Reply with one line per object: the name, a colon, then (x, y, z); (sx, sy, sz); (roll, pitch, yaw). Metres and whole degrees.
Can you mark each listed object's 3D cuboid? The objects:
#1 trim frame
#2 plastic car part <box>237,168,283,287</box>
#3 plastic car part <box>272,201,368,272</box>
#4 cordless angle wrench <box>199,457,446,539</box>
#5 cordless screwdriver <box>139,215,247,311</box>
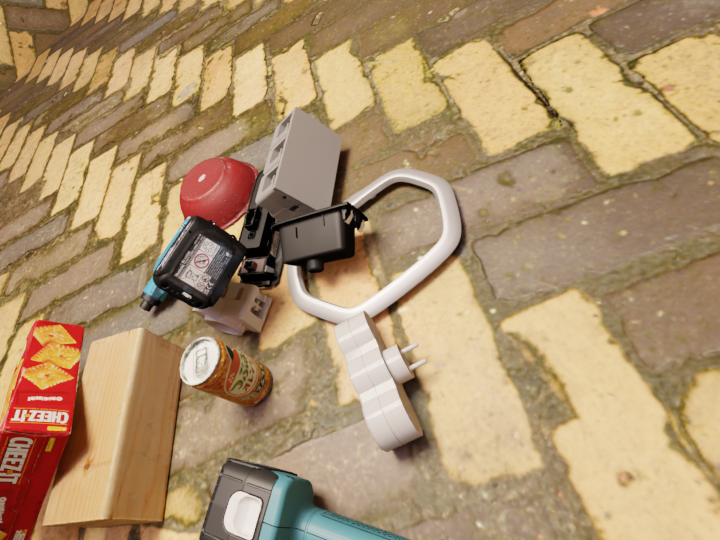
trim frame: (0.012, -0.036, 0.543); (0.249, 0.026, 0.194); (-41, 52, 2)
plastic car part: (-0.145, -0.077, 0.632); (0.069, 0.063, 0.207); (-11, 54, 29)
plastic car part: (-0.052, -0.034, 0.532); (0.120, 0.062, 0.072); (-15, 69, 23)
cordless angle wrench: (0.075, 0.233, 0.310); (0.440, 0.093, 0.075); (4, 63, 25)
cordless screwdriver: (-0.246, 0.002, 0.576); (0.159, 0.071, 0.259); (-59, 27, -10)
